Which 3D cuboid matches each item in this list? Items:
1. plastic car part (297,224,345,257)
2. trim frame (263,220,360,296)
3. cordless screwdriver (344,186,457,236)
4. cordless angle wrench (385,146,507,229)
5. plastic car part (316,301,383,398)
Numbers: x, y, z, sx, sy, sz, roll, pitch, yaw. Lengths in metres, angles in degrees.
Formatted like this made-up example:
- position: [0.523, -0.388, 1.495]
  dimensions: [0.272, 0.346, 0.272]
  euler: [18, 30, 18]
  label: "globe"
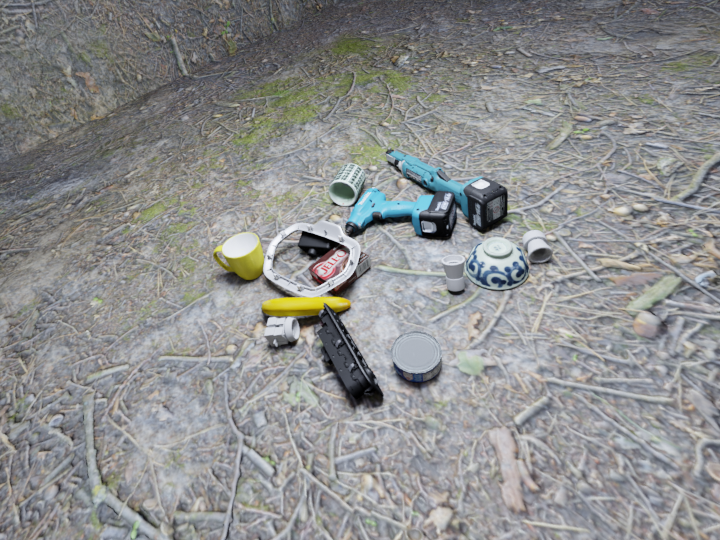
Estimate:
- position: [-0.099, -0.065, 1.011]
  dimensions: [0.121, 0.062, 0.072]
  euler: [4, 59, 26]
  label: "plastic car part"
- position: [-0.116, -0.035, 0.944]
  dimensions: [0.263, 0.026, 0.183]
  euler: [21, 64, 37]
  label: "trim frame"
- position: [0.091, -0.128, 1.006]
  dimensions: [0.261, 0.071, 0.159]
  euler: [11, 49, 31]
  label: "cordless screwdriver"
- position: [0.188, -0.237, 1.086]
  dimensions: [0.073, 0.094, 0.447]
  euler: [-28, 39, -15]
  label: "cordless angle wrench"
- position: [-0.030, 0.148, 0.757]
  dimensions: [0.067, 0.063, 0.214]
  euler: [-35, 45, -7]
  label: "plastic car part"
